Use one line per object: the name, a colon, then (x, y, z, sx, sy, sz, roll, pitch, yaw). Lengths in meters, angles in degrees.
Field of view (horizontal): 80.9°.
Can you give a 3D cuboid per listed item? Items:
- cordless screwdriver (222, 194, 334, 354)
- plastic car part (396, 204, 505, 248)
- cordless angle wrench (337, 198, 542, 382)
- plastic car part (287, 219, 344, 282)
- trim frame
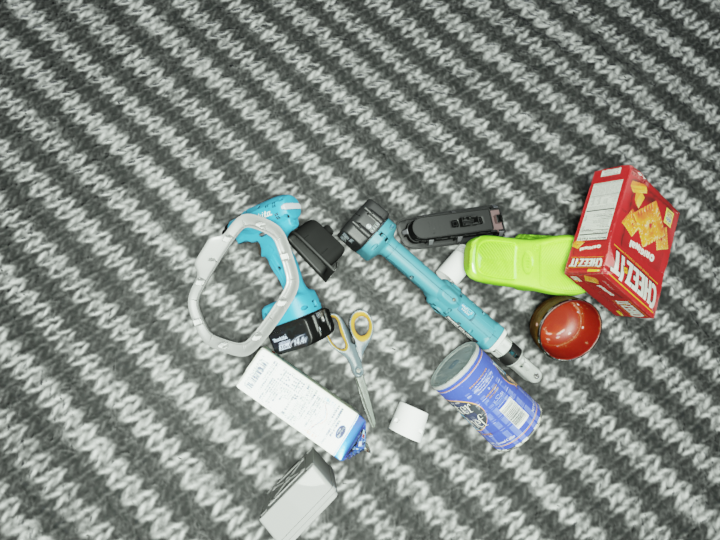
cordless screwdriver: (-0.147, 0.011, 0.713, 0.164, 0.071, 0.250, -18, 86, 30)
plastic car part: (0.170, -0.079, 0.766, 0.202, 0.067, 0.066, -8, 89, -2)
cordless angle wrench: (0.145, 0.047, 0.727, 0.424, 0.098, 0.074, 41, 81, 1)
plastic car part: (-0.073, -0.048, 0.751, 0.070, 0.066, 0.118, -38, 81, -25)
trim frame: (-0.199, 0.026, 0.686, 0.191, 0.026, 0.249, 44, 110, 20)
